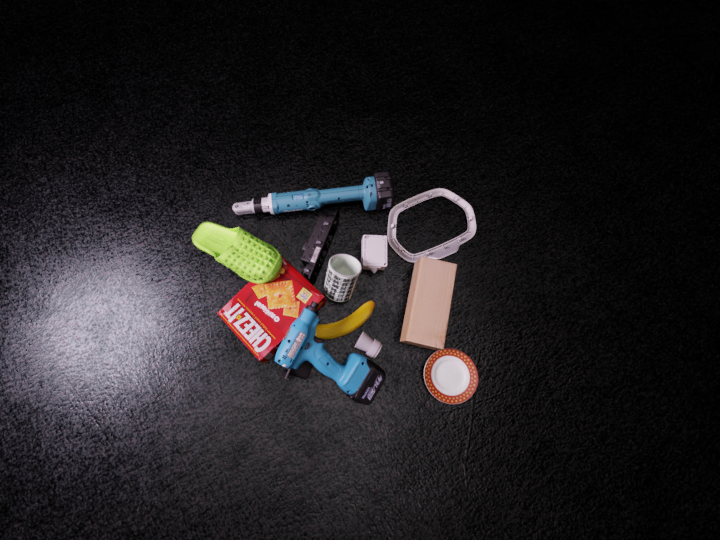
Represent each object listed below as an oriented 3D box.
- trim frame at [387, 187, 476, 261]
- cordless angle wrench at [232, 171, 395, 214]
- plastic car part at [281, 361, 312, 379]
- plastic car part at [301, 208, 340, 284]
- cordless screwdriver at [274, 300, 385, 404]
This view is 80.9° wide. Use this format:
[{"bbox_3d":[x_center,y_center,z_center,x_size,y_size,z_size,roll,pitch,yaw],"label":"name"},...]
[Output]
[{"bbox_3d":[0.189,-0.121,1.125,0.246,0.027,0.188,-23,77,-8],"label":"trim frame"},{"bbox_3d":[-0.127,-0.187,1.113,0.424,0.096,0.076,-6,74,2],"label":"cordless angle wrench"},{"bbox_3d":[-0.135,0.214,1.021,0.069,0.067,0.117,31,76,-12],"label":"plastic car part"},{"bbox_3d":[-0.107,-0.070,1.093,0.070,0.063,0.203,19,74,20],"label":"plastic car part"},{"bbox_3d":[-0.058,0.192,0.978,0.243,0.076,0.159,31,78,-11],"label":"cordless screwdriver"}]
